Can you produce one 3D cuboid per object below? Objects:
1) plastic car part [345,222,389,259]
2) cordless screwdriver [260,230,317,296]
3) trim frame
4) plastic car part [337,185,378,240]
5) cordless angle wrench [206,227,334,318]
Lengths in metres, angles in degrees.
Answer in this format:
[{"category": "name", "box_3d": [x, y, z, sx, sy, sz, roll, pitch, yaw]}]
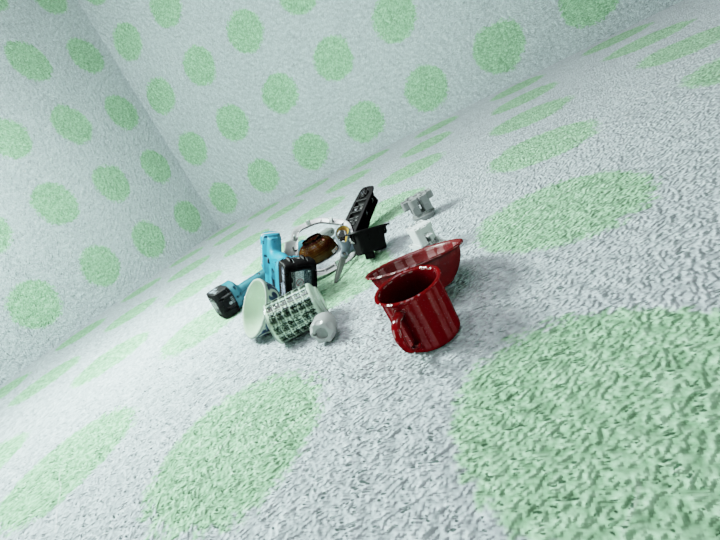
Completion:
[{"category": "plastic car part", "box_3d": [0.017, -0.062, 0.955, 0.068, 0.071, 0.113, -16, 5, 41]}, {"category": "cordless screwdriver", "box_3d": [-0.182, 0.011, 0.999, 0.072, 0.156, 0.262, -7, 20, -26]}, {"category": "trim frame", "box_3d": [-0.107, -0.070, 1.099, 0.185, 0.026, 0.258, -14, 41, 4]}, {"category": "plastic car part", "box_3d": [0.005, -0.157, 1.190, 0.068, 0.064, 0.205, -21, 43, 48]}, {"category": "cordless angle wrench", "box_3d": [-0.234, -0.015, 1.211, 0.416, 0.072, 0.102, -36, 18, -26]}]
